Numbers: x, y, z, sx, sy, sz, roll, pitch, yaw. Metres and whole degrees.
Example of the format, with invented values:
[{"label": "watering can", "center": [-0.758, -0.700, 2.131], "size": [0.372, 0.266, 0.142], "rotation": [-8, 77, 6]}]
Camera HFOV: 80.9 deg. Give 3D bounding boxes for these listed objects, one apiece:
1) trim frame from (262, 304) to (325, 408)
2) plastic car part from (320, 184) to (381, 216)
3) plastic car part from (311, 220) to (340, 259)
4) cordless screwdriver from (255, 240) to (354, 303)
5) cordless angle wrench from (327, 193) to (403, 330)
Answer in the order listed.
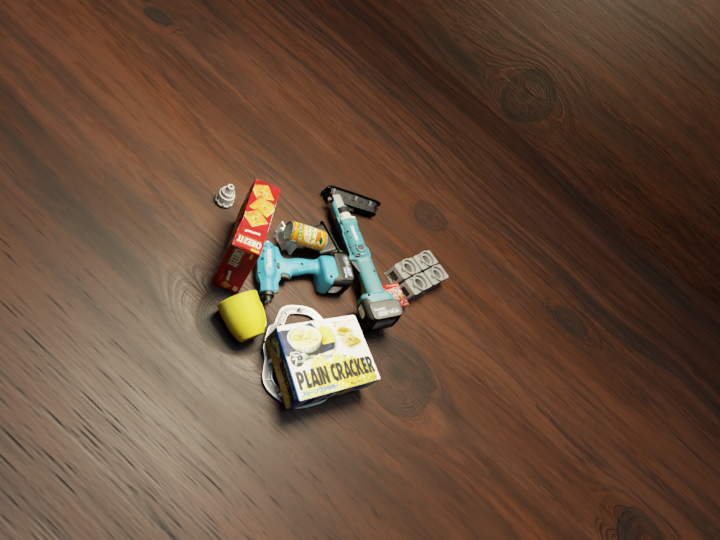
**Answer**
[{"label": "trim frame", "center": [-0.133, 0.185, 0.950], "size": [0.179, 0.028, 0.254], "rotation": [24, 47, -15]}, {"label": "plastic car part", "center": [-0.022, -0.211, 1.323], "size": [0.194, 0.067, 0.069], "rotation": [9, 62, -29]}, {"label": "plastic car part", "center": [-0.113, -0.074, 1.156], "size": [0.069, 0.065, 0.121], "rotation": [-18, 65, -28]}, {"label": "cordless screwdriver", "center": [-0.139, 0.018, 1.050], "size": [0.239, 0.074, 0.165], "rotation": [8, 53, -25]}, {"label": "cordless angle wrench", "center": [-0.007, -0.046, 1.151], "size": [0.095, 0.073, 0.440], "rotation": [-9, 58, -20]}]
